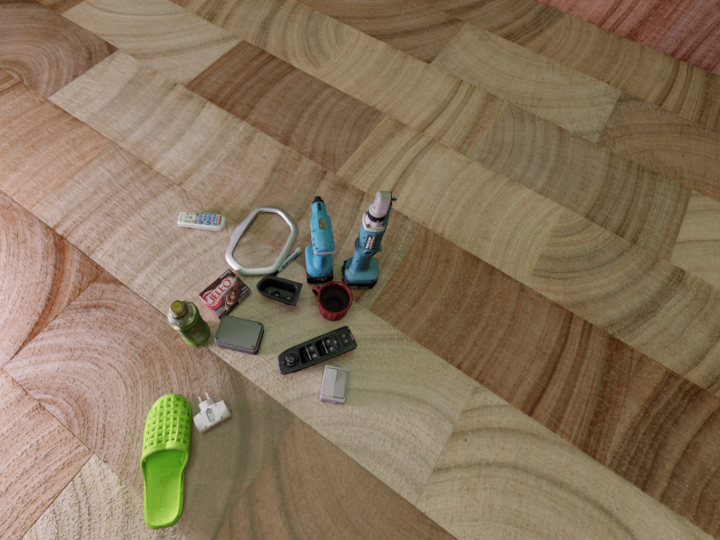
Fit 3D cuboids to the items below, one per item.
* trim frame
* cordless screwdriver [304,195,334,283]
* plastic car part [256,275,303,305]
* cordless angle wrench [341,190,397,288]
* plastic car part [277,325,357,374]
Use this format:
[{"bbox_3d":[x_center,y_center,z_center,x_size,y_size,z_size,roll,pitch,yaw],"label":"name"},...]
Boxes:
[{"bbox_3d":[-0.289,-0.091,1.245,0.187,0.027,0.250,20,64,8],"label":"trim frame"},{"bbox_3d":[-0.110,-0.072,1.121,0.073,0.244,0.164,-4,65,-10],"label":"cordless screwdriver"},{"bbox_3d":[-0.221,0.059,1.146,0.118,0.069,0.067,16,63,4],"label":"plastic car part"},{"bbox_3d":[0.020,-0.066,1.028,0.097,0.415,0.076,2,65,-7],"label":"cordless angle wrench"},{"bbox_3d":[-0.114,0.209,1.076,0.200,0.066,0.069,-19,67,-12],"label":"plastic car part"}]
